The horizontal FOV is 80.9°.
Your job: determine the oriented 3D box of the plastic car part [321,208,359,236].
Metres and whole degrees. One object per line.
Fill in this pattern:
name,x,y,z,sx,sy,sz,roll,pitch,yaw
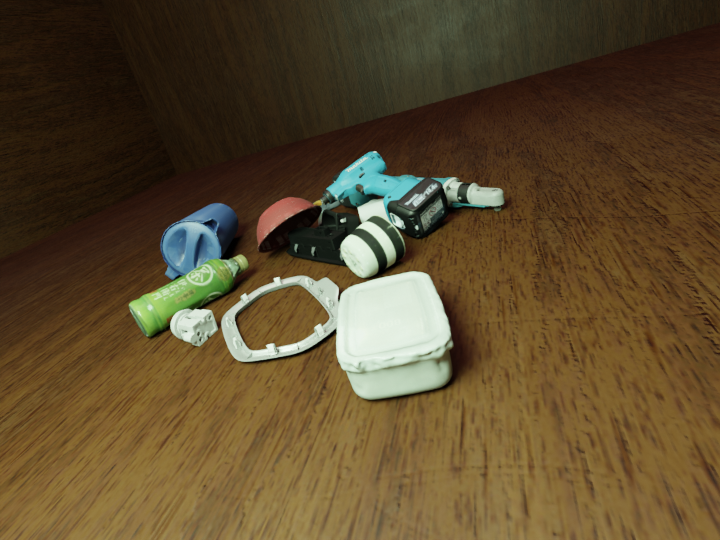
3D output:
plastic car part,-0.037,-0.101,0.903,0.069,0.065,0.121,-7,17,-15

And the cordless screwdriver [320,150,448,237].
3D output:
cordless screwdriver,0.037,-0.144,0.829,0.158,0.071,0.263,-39,45,-11

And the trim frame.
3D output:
trim frame,-0.122,0.062,0.649,0.181,0.027,0.260,-24,23,-15

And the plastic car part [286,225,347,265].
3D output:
plastic car part,-0.081,-0.053,0.825,0.213,0.065,0.065,6,39,47

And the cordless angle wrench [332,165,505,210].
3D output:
cordless angle wrench,0.107,-0.174,0.913,0.073,0.094,0.447,-35,32,-30
